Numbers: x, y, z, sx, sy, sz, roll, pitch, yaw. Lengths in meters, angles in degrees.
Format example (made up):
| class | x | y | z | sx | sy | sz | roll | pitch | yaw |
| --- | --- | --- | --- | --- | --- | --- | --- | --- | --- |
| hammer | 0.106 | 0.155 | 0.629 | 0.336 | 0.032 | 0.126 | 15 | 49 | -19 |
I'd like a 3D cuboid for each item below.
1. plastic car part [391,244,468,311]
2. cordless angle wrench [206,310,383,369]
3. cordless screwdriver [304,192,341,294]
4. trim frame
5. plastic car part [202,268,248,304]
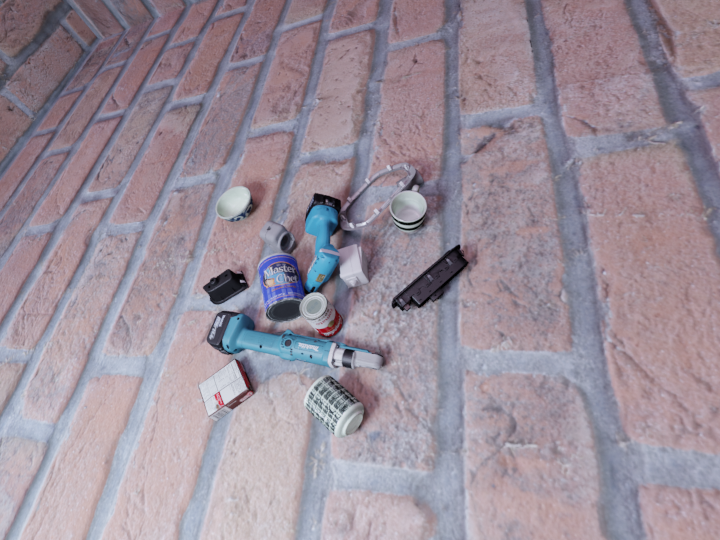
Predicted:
| class | x | y | z | sx | sy | sz | roll | pitch | yaw |
| --- | --- | --- | --- | --- | --- | --- | --- | --- | --- |
| plastic car part | 0.158 | 0.022 | 0.916 | 0.202 | 0.063 | 0.070 | -44 | 63 | -7 |
| cordless angle wrench | -0.155 | 0.172 | 0.959 | 0.440 | 0.070 | 0.099 | 6 | 62 | 25 |
| cordless screwdriver | -0.105 | -0.068 | 1.069 | 0.257 | 0.072 | 0.158 | -94 | 26 | -42 |
| trim frame | 0.038 | -0.197 | 1.102 | 0.247 | 0.026 | 0.194 | -46 | 35 | -9 |
| plastic car part | -0.374 | 0.039 | 1.142 | 0.116 | 0.067 | 0.069 | -31 | 51 | -1 |
